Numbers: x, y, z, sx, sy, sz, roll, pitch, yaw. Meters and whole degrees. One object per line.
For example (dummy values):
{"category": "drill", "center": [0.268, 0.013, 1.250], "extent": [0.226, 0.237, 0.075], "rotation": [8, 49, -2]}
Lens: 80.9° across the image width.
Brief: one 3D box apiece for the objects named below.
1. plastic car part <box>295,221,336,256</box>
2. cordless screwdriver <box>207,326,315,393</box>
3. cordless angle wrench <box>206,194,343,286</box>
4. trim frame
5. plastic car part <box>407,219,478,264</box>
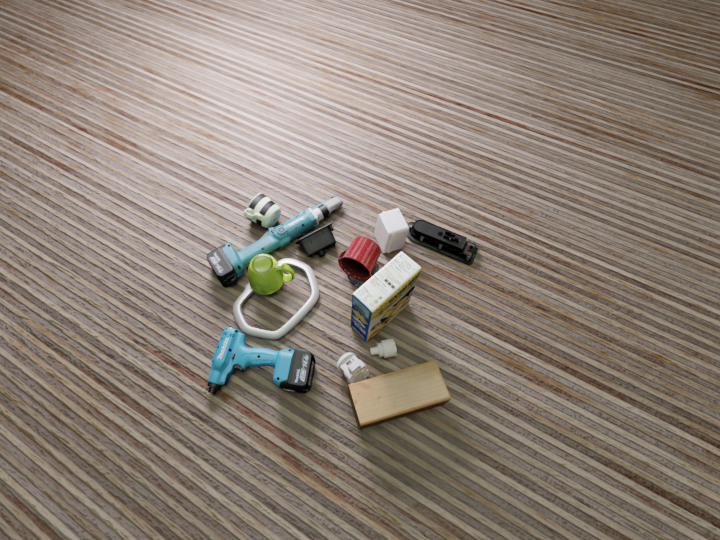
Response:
{"category": "plastic car part", "center": [-0.116, -0.076, 1.187], "extent": [0.115, 0.065, 0.072], "rotation": [-31, 81, -10]}
{"category": "cordless screwdriver", "center": [-0.240, 0.240, 1.012], "extent": [0.255, 0.072, 0.161], "rotation": [11, 67, 12]}
{"category": "cordless angle wrench", "center": [-0.225, -0.102, 1.198], "extent": [0.417, 0.072, 0.102], "rotation": [-32, 67, -16]}
{"category": "trim frame", "center": [-0.223, 0.072, 1.127], "extent": [0.191, 0.027, 0.247], "rotation": [37, 71, 19]}
{"category": "plastic car part", "center": [0.223, -0.088, 1.173], "extent": [0.210, 0.065, 0.066], "rotation": [23, 72, 17]}
